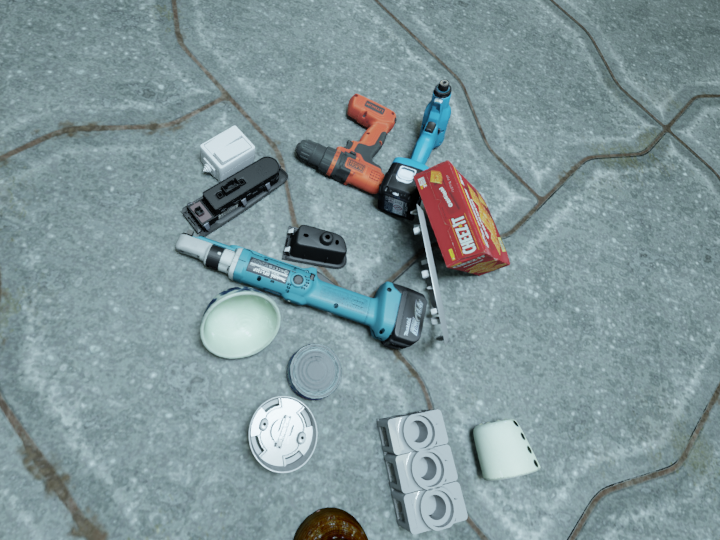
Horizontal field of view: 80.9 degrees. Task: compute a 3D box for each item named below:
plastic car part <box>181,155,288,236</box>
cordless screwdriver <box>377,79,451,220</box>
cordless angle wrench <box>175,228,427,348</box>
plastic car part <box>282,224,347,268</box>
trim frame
[{"bbox_3d":[-0.218,-0.147,0.754,0.200,0.066,0.068,-38,76,-26],"label":"plastic car part"},{"bbox_3d":[0.114,-0.229,0.804,0.076,0.155,0.250,22,67,10],"label":"cordless screwdriver"},{"bbox_3d":[-0.105,0.022,0.705,0.421,0.074,0.099,19,66,-2],"label":"cordless angle wrench"},{"bbox_3d":[-0.072,-0.047,0.738,0.115,0.070,0.067,12,69,-6],"label":"plastic car part"},{"bbox_3d":[0.113,0.002,0.700,0.028,0.176,0.256,-14,62,9],"label":"trim frame"}]
